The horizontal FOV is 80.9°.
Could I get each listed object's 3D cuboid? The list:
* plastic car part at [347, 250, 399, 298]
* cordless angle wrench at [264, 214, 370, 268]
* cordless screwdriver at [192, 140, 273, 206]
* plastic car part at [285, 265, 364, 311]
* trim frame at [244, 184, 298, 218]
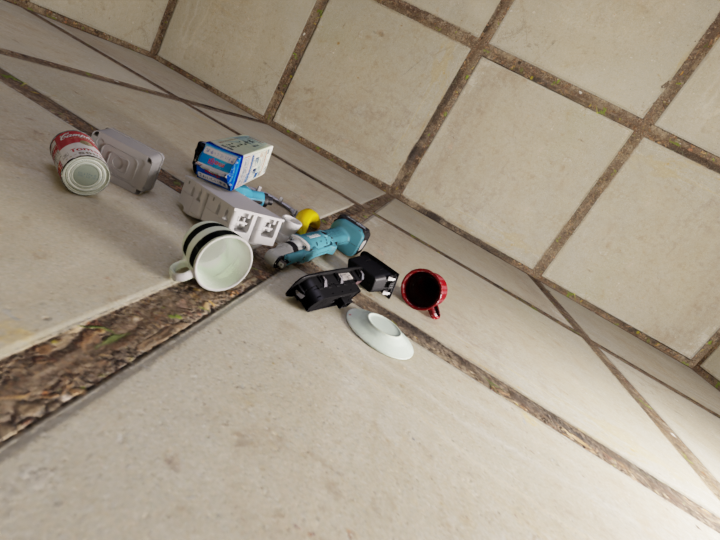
[{"bbox_3d":[0.014,0.008,0.913,0.068,0.065,0.123,-10,37,-44],"label":"plastic car part"},{"bbox_3d":[-0.089,-0.058,0.914,0.101,0.074,0.413,33,19,11],"label":"cordless angle wrench"},{"bbox_3d":[-0.304,-0.216,0.982,0.152,0.073,0.262,6,30,-30],"label":"cordless screwdriver"},{"bbox_3d":[-0.053,0.035,0.723,0.194,0.067,0.069,1,59,-60],"label":"plastic car part"},{"bbox_3d":[-0.229,-0.163,1.063,0.178,0.027,0.258,21,20,-21],"label":"trim frame"}]
